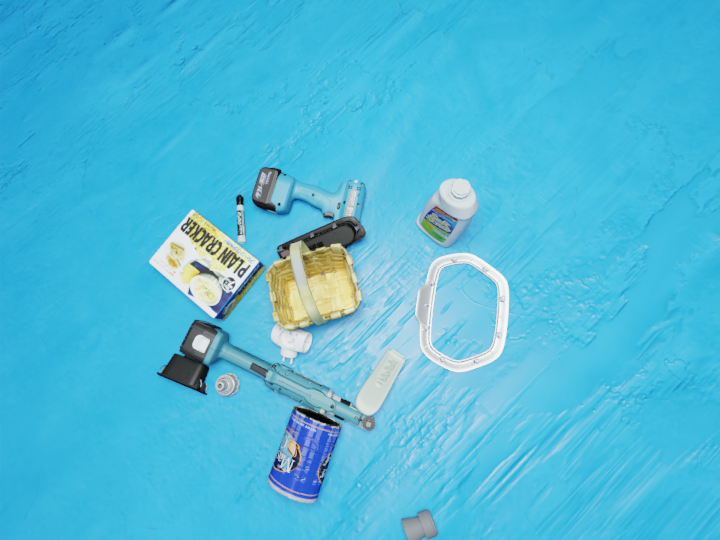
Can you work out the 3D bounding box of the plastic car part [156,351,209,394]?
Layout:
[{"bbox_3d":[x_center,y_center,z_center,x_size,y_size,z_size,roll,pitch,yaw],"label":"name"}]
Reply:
[{"bbox_3d":[-0.380,0.215,0.922,0.120,0.064,0.071,19,64,15],"label":"plastic car part"}]

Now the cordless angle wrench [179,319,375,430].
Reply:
[{"bbox_3d":[-0.168,0.223,0.874,0.431,0.096,0.074,23,80,9],"label":"cordless angle wrench"}]

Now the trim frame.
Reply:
[{"bbox_3d":[0.210,0.083,0.879,0.188,0.027,0.250,8,79,12],"label":"trim frame"}]

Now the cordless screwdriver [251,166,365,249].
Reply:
[{"bbox_3d":[-0.122,-0.144,0.966,0.252,0.073,0.159,12,87,7],"label":"cordless screwdriver"}]

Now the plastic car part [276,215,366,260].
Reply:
[{"bbox_3d":[-0.089,-0.058,0.915,0.206,0.066,0.066,-23,94,12],"label":"plastic car part"}]
